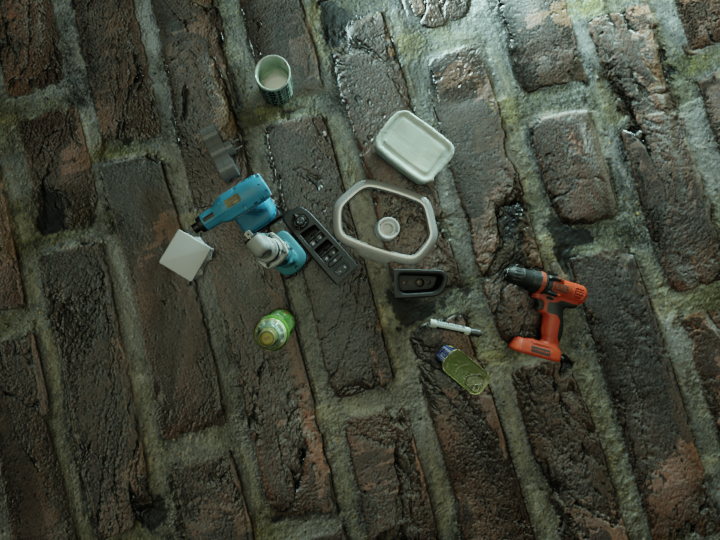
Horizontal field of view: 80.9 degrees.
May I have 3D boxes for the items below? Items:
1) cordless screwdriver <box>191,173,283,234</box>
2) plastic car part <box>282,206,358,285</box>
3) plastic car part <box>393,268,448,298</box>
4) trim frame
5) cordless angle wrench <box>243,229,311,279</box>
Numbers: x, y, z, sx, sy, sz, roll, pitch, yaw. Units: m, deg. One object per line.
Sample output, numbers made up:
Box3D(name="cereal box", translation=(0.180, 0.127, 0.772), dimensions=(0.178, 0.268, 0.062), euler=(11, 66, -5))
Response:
Box3D(name="cordless screwdriver", translation=(-0.249, -0.119, 0.882), dimensions=(0.159, 0.249, 0.074), euler=(-33, 92, -2))
Box3D(name="plastic car part", translation=(-0.094, -0.062, 0.964), dimensions=(0.066, 0.067, 0.204), euler=(-41, 87, -2))
Box3D(name="plastic car part", translation=(0.129, 0.028, 0.950), dimensions=(0.117, 0.071, 0.066), euler=(-1, 89, 0))
Box3D(name="trim frame", translation=(0.056, -0.110, 0.982), dimensions=(0.250, 0.027, 0.184), euler=(18, 87, 3))
Box3D(name="cordless angle wrench", translation=(-0.154, -0.034, 0.787), dimensions=(0.074, 0.423, 0.098), euler=(-41, 92, -3))
